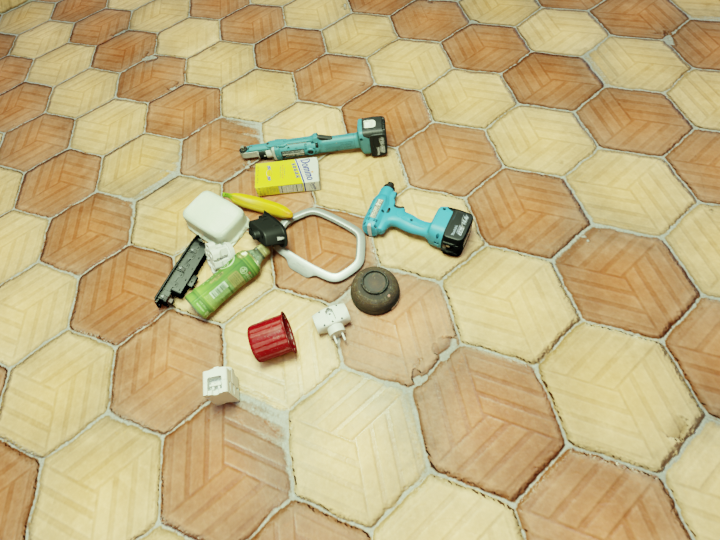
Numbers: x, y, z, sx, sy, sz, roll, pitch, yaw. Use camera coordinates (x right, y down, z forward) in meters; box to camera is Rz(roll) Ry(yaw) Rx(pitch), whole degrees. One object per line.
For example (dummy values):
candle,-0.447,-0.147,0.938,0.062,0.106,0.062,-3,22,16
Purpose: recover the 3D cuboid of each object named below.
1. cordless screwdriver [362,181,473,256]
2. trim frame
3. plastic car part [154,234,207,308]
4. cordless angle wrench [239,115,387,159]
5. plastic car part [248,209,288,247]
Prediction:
cordless screwdriver,0.143,-0.134,1.031,0.258,0.071,0.160,16,62,20
trim frame,-0.103,-0.067,1.051,0.258,0.026,0.183,28,66,20
plastic car part,-0.426,0.001,1.034,0.068,0.065,0.205,16,62,3
cordless angle wrench,-0.139,-0.357,1.200,0.430,0.094,0.076,-4,60,10
plastic car part,-0.235,-0.094,1.031,0.068,0.064,0.123,-13,33,-34
